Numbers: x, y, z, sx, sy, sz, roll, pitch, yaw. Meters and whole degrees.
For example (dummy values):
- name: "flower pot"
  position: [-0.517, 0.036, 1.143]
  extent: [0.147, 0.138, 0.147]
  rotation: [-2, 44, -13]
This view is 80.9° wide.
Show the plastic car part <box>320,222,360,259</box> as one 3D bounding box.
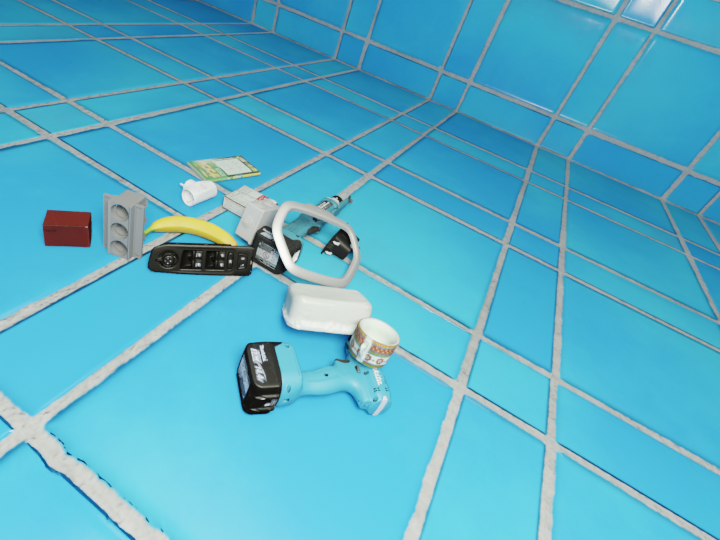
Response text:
- name: "plastic car part"
  position: [-0.036, -0.067, 1.042]
  extent: [0.071, 0.066, 0.115]
  rotation: [41, 35, 2]

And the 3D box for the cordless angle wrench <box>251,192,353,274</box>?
- name: "cordless angle wrench"
  position: [-0.122, -0.126, 1.068]
  extent: [0.100, 0.073, 0.418]
  rotation: [28, 34, 9]

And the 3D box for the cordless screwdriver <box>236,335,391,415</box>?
- name: "cordless screwdriver"
  position: [-0.078, 0.160, 0.710]
  extent: [0.240, 0.074, 0.167]
  rotation: [7, 37, -23]

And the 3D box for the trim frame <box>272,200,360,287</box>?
- name: "trim frame"
  position: [-0.090, -0.059, 0.923]
  extent: [0.236, 0.028, 0.188]
  rotation: [16, 64, -36]

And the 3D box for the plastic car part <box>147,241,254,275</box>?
- name: "plastic car part"
  position: [-0.323, -0.031, 0.857]
  extent: [0.195, 0.065, 0.071]
  rotation: [-1, 31, -26]
